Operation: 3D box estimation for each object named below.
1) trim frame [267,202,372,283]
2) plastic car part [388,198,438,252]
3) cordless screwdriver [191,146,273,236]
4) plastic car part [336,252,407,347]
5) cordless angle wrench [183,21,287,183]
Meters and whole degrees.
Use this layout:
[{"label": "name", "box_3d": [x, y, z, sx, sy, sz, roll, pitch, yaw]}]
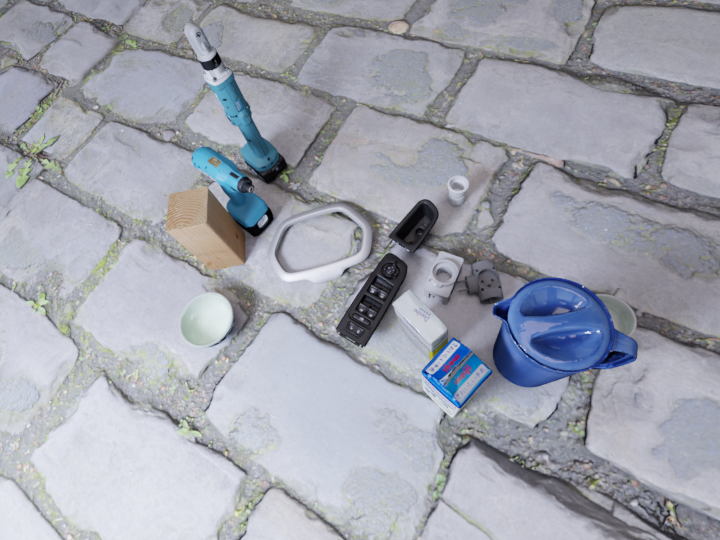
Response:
[{"label": "trim frame", "box_3d": [-0.094, -0.062, 0.964, 0.250, 0.026, 0.191, -16, 63, 5]}, {"label": "plastic car part", "box_3d": [0.122, -0.086, 0.901, 0.069, 0.068, 0.116, 35, 77, 23]}, {"label": "cordless screwdriver", "box_3d": [-0.258, -0.159, 0.929, 0.166, 0.239, 0.074, 34, 75, 22]}, {"label": "plastic car part", "box_3d": [0.032, 0.060, 0.855, 0.069, 0.064, 0.203, 25, 73, 21]}, {"label": "cordless angle wrench", "box_3d": [-0.270, -0.349, 0.928, 0.074, 0.406, 0.102, -44, 67, -11]}]
